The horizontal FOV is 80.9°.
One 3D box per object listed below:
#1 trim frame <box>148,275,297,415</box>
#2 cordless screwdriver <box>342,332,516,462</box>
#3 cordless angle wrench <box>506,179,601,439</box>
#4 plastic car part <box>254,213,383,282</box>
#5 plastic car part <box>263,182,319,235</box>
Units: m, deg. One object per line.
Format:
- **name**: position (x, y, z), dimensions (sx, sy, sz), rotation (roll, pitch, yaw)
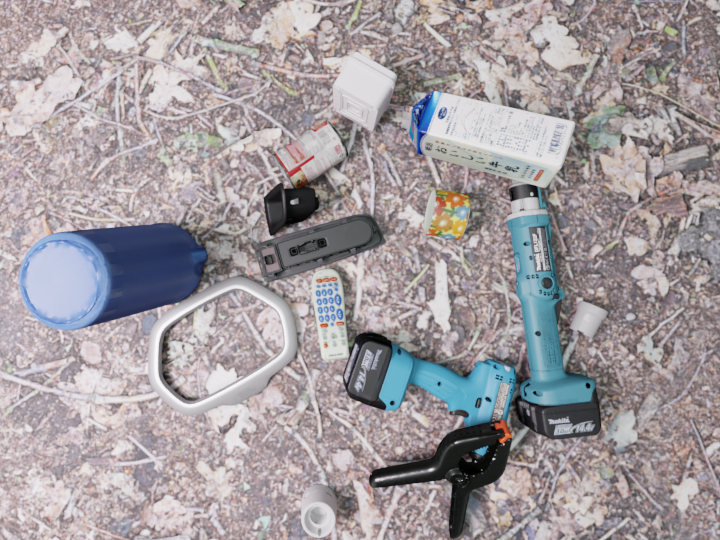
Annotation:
- **trim frame**: position (-0.219, 0.120, 0.665), dimensions (0.248, 0.027, 0.186), rotation (-30, 85, -3)
- **cordless screwdriver**: position (0.097, 0.191, 0.630), dimensions (0.248, 0.074, 0.159), rotation (15, 87, -2)
- **cordless angle wrench**: position (0.269, 0.022, 0.640), dimensions (0.097, 0.074, 0.426), rotation (-5, 83, -6)
- **plastic car part**: position (-0.064, -0.042, 0.658), dimensions (0.202, 0.066, 0.067), rotation (-16, 81, -3)
- **plastic car part**: position (-0.101, -0.097, 0.642), dimensions (0.069, 0.120, 0.066), rotation (-10, 89, -26)
